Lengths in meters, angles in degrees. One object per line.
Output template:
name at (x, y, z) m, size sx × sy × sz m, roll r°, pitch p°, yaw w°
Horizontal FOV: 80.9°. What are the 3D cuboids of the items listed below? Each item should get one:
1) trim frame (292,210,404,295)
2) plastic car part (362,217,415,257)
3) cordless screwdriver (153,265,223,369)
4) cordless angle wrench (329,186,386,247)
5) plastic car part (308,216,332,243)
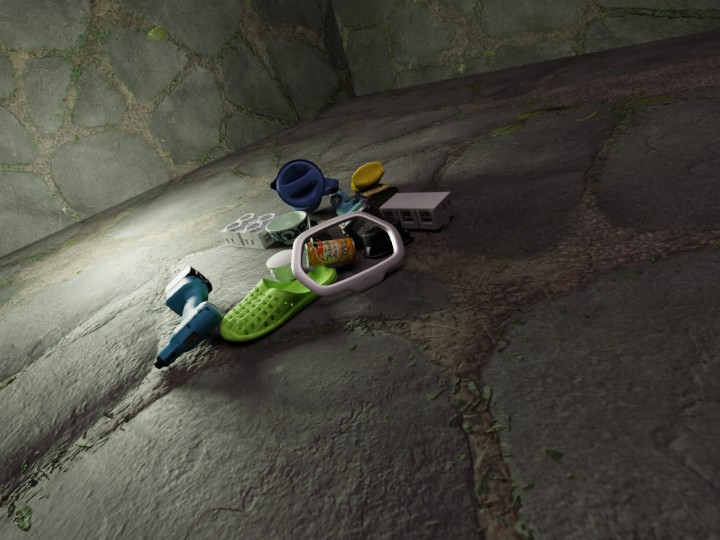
trim frame at (-0.027, -0.038, 0.887) m, size 0.244 × 0.027 × 0.193 m, roll -25°, pitch 59°, yaw -18°
plastic car part at (0.054, -0.081, 0.966) m, size 0.114 × 0.069 × 0.069 m, roll -27°, pitch 24°, yaw -21°
cordless screwdriver at (-0.383, 0.096, 0.914) m, size 0.159 × 0.071 × 0.261 m, roll -45°, pitch 31°, yaw -3°
cordless angle wrench at (-0.038, -0.176, 1.186) m, size 0.098 × 0.071 × 0.438 m, roll -44°, pitch 24°, yaw 5°
plastic car part at (-0.104, -0.068, 1.061) m, size 0.066 × 0.065 × 0.209 m, roll 6°, pitch 25°, yaw -8°
